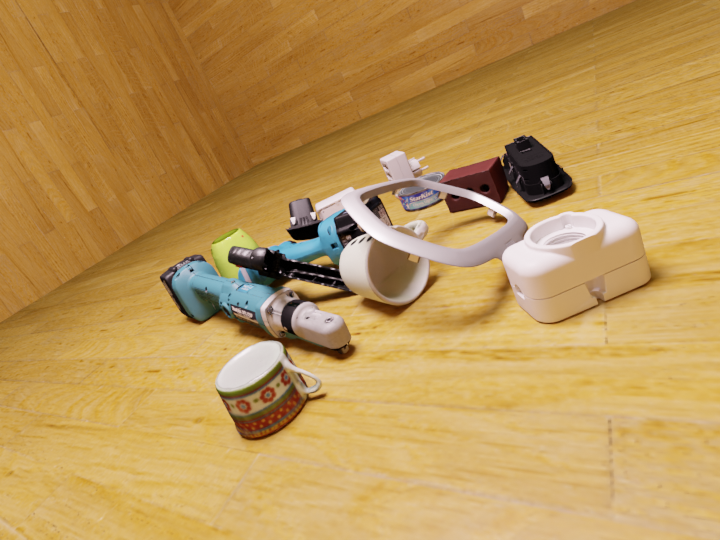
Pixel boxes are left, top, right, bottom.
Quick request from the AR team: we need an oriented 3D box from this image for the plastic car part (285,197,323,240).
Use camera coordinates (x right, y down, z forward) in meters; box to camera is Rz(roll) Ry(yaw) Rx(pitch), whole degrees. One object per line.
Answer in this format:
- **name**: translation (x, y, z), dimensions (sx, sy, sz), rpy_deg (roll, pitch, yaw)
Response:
- **plastic car part**: translation (-0.106, -0.099, 0.783), dimensions (0.066, 0.071, 0.116), rpy_deg (-13, -5, -3)

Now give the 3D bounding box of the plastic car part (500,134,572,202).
- **plastic car part**: translation (0.240, -0.152, 0.593), dimensions (0.068, 0.065, 0.205), rpy_deg (-13, 28, 16)

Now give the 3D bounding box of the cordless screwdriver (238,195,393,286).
- **cordless screwdriver**: translation (-0.067, -0.044, 0.680), dimensions (0.256, 0.073, 0.157), rpy_deg (-19, 15, 29)

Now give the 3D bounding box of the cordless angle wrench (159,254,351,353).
- **cordless angle wrench**: translation (-0.162, 0.042, 0.581), dimensions (0.073, 0.095, 0.445), rpy_deg (-38, 27, -32)

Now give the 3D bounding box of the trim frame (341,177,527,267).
- **trim frame**: translation (0.088, -0.059, 0.466), dimensions (0.193, 0.027, 0.240), rpy_deg (27, 30, 27)
